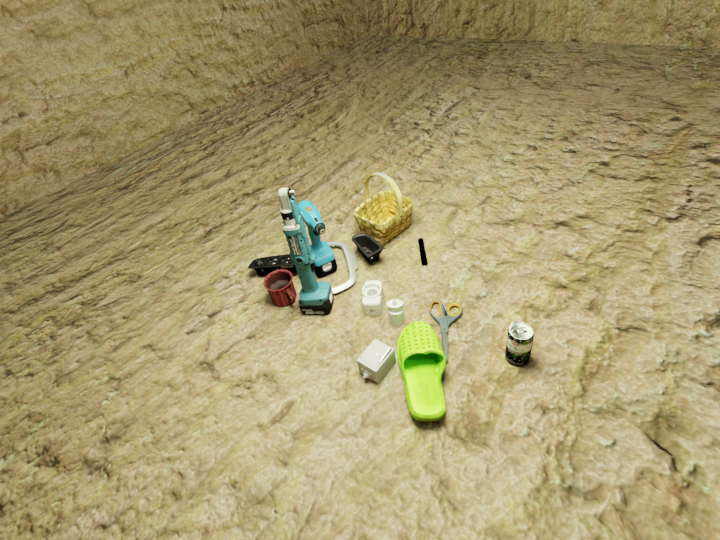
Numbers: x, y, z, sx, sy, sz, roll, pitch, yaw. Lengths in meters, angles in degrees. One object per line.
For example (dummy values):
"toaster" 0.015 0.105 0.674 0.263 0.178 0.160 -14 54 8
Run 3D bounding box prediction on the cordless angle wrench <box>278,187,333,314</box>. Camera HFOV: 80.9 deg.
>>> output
"cordless angle wrench" -0.158 -0.043 1.143 0.100 0.406 0.076 0 41 13

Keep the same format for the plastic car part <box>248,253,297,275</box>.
"plastic car part" -0.272 -0.017 1.407 0.208 0.064 0.067 -2 42 14

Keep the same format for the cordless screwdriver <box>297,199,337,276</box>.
"cordless screwdriver" -0.128 -0.084 1.306 0.073 0.238 0.168 -23 42 -14

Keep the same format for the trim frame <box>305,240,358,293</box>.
"trim frame" -0.101 -0.013 1.381 0.184 0.026 0.259 -15 41 0

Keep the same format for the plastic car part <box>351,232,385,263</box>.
"plastic car part" 0.024 -0.066 1.371 0.065 0.068 0.123 -28 43 -17
